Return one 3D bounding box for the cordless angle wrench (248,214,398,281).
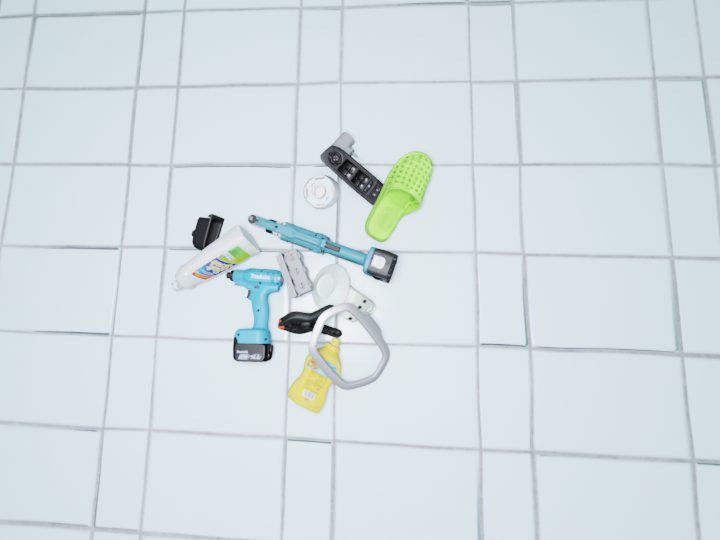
[{"bbox_3d":[-0.112,-0.073,1.146,0.432,0.095,0.074,20,84,11],"label":"cordless angle wrench"}]

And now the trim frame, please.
[{"bbox_3d":[-0.025,0.194,1.073,0.183,0.028,0.241,-41,108,-8],"label":"trim frame"}]

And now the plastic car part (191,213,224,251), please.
[{"bbox_3d":[-0.440,-0.104,1.190,0.074,0.063,0.117,17,87,19],"label":"plastic car part"}]

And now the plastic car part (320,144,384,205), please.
[{"bbox_3d":[-0.024,-0.266,1.161,0.197,0.069,0.066,38,92,-17],"label":"plastic car part"}]

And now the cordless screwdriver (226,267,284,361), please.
[{"bbox_3d":[-0.298,0.116,1.135,0.162,0.072,0.251,3,78,9],"label":"cordless screwdriver"}]
